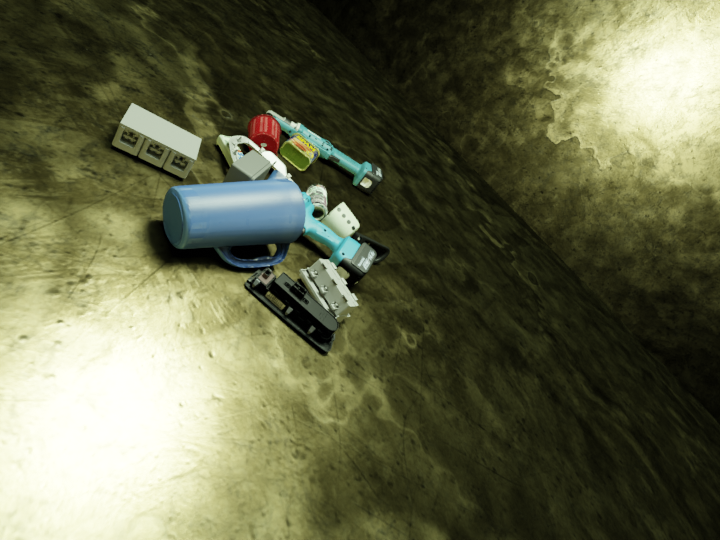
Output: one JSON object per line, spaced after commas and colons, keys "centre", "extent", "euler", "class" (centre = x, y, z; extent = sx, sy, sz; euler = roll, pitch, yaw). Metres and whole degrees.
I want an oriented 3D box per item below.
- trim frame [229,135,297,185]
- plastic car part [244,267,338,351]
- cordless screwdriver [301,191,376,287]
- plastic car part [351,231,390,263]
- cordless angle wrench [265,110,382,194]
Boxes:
{"centre": [-0.228, -0.241, 1.050], "extent": [0.241, 0.028, 0.188], "euler": [42, 26, -18], "class": "trim frame"}
{"centre": [-0.117, 0.064, 0.795], "extent": [0.203, 0.067, 0.066], "euler": [45, 23, -1], "class": "plastic car part"}
{"centre": [-0.094, -0.061, 0.961], "extent": [0.250, 0.075, 0.158], "euler": [40, 46, 2], "class": "cordless screwdriver"}
{"centre": [0.014, -0.065, 1.112], "extent": [0.110, 0.066, 0.075], "euler": [16, 26, -44], "class": "plastic car part"}
{"centre": [-0.119, -0.391, 1.362], "extent": [0.410, 0.075, 0.100], "euler": [29, 33, -16], "class": "cordless angle wrench"}
